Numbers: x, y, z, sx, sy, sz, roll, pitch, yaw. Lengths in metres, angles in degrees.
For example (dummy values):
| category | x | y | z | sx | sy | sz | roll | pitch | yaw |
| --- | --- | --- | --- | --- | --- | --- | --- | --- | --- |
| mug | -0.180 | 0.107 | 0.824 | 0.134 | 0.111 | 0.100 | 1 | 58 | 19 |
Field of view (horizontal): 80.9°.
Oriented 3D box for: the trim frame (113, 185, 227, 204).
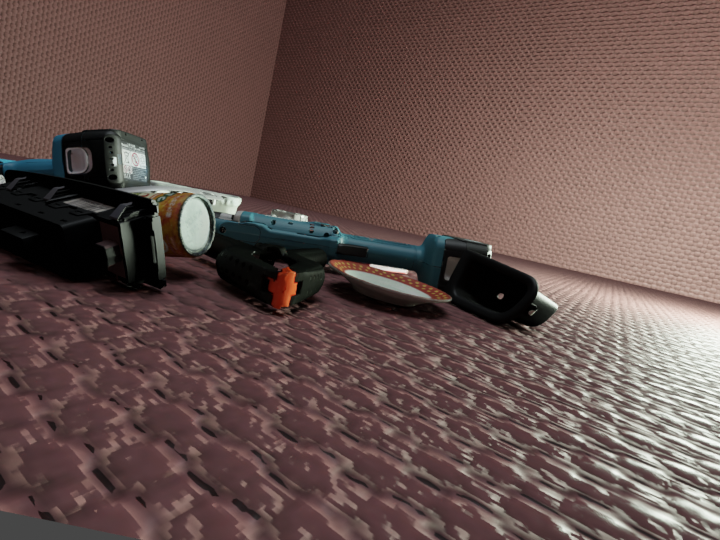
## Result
| category | x | y | z | sx | sy | sz | roll | pitch | yaw |
| --- | --- | --- | --- | --- | --- | --- | --- | --- | --- |
| trim frame | -0.284 | -0.092 | 0.577 | 0.187 | 0.027 | 0.246 | -7 | 5 | 7 |

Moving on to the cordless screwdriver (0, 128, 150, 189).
| category | x | y | z | sx | sy | sz | roll | pitch | yaw |
| --- | --- | --- | --- | --- | --- | --- | --- | --- | --- |
| cordless screwdriver | -0.405 | -0.127 | 0.526 | 0.253 | 0.074 | 0.157 | -2 | 6 | 10 |

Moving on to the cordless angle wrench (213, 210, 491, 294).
| category | x | y | z | sx | sy | sz | roll | pitch | yaw |
| --- | --- | --- | --- | --- | --- | --- | --- | --- | --- |
| cordless angle wrench | -0.054 | -0.035 | 0.553 | 0.422 | 0.074 | 0.099 | 9 | 7 | -1 |

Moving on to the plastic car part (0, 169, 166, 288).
| category | x | y | z | sx | sy | sz | roll | pitch | yaw |
| --- | --- | --- | --- | --- | --- | --- | --- | --- | --- |
| plastic car part | -0.235 | -0.032 | 0.320 | 0.213 | 0.064 | 0.066 | 18 | 35 | 30 |

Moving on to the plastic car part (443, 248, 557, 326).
| category | x | y | z | sx | sy | sz | roll | pitch | yaw |
| --- | --- | --- | --- | --- | --- | --- | --- | --- | --- |
| plastic car part | 0.158 | 0.029 | 0.460 | 0.068 | 0.066 | 0.122 | 24 | 4 | -29 |
